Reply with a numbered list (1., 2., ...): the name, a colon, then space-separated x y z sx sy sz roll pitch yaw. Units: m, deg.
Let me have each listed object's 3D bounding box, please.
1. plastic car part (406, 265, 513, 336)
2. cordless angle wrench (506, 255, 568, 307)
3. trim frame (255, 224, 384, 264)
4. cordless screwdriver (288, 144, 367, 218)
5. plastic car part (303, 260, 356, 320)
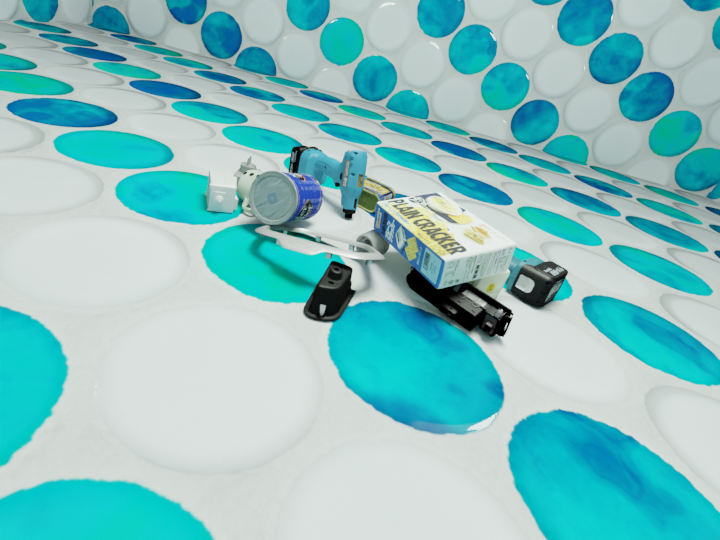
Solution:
1. plastic car part: 0.158 0.048 0.748 0.066 0.064 0.214 -31 50 -23
2. cordless angle wrench: 0.241 -0.067 0.973 0.094 0.073 0.447 -13 38 -42
3. trim frame: -0.076 -0.050 0.778 0.258 0.027 0.179 17 11 19
4. cordless screwdriver: -0.085 -0.230 1.058 0.071 0.157 0.263 -4 20 -40
5. plastic car part: -0.044 0.024 0.677 0.067 0.070 0.116 19 26 7
